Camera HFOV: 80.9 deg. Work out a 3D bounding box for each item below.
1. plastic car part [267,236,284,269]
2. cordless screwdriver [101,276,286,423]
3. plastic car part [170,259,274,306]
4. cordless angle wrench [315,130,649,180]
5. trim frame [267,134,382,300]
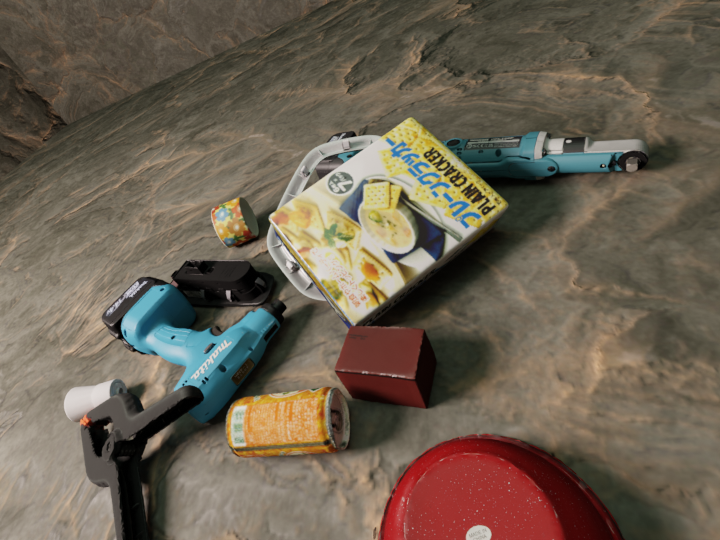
[{"bbox_3d":[-0.057,-0.037,0.584,0.115,0.063,0.075,-38,54,-16],"label":"plastic car part"},{"bbox_3d":[-0.219,0.070,0.552,0.263,0.071,0.158,18,57,38],"label":"cordless screwdriver"},{"bbox_3d":[-0.214,0.012,0.623,0.212,0.064,0.066,4,41,31],"label":"plastic car part"},{"bbox_3d":[0.131,-0.152,0.583,0.444,0.071,0.098,7,51,34],"label":"cordless angle wrench"},{"bbox_3d":[-0.017,-0.078,0.550,0.189,0.026,0.250,18,70,14],"label":"trim frame"}]
